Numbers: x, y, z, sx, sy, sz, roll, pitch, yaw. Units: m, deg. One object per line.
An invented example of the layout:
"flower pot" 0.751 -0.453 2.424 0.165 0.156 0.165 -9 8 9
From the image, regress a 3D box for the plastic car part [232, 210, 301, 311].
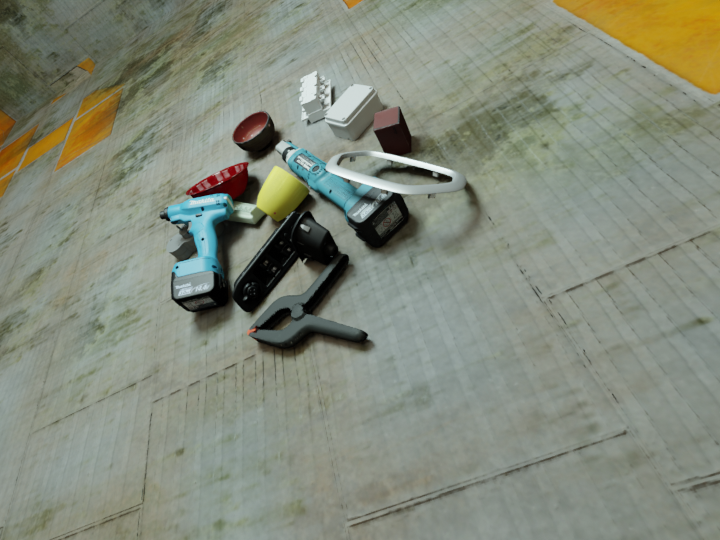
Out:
"plastic car part" -0.175 -0.019 0.796 0.071 0.063 0.203 17 68 48

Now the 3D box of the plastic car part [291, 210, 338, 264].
"plastic car part" -0.072 -0.047 0.731 0.073 0.113 0.066 31 75 15

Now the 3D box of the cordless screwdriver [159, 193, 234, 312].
"cordless screwdriver" -0.343 -0.043 0.860 0.160 0.071 0.257 -10 61 5

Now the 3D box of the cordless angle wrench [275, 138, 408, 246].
"cordless angle wrench" -0.075 -0.188 0.854 0.098 0.070 0.448 -44 45 -4

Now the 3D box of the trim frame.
"trim frame" 0.055 -0.167 0.718 0.262 0.027 0.179 22 36 33
